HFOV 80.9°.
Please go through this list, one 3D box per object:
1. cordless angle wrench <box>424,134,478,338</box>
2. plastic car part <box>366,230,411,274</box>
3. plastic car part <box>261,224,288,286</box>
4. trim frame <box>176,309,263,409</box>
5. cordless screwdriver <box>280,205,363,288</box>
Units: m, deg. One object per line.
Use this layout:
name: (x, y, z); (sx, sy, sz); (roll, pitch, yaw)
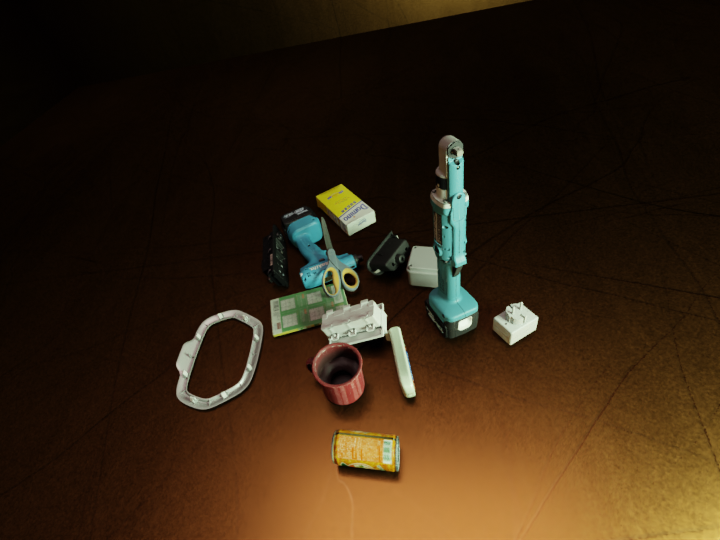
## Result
cordless angle wrench: (0.157, -0.044, 0.739); (0.073, 0.405, 0.103); (-21, 43, -10)
plastic car part: (0.076, -0.033, 0.991); (0.074, 0.063, 0.115); (-1, 41, 49)
plastic car part: (-0.226, -0.037, 1.107); (0.068, 0.063, 0.210); (-31, 40, 21)
trim frame: (-0.309, 0.183, 0.924); (0.188, 0.026, 0.255); (-7, 46, 11)
cordless screwdriver: (-0.107, -0.070, 1.094); (0.158, 0.071, 0.262); (-22, 47, -8)
